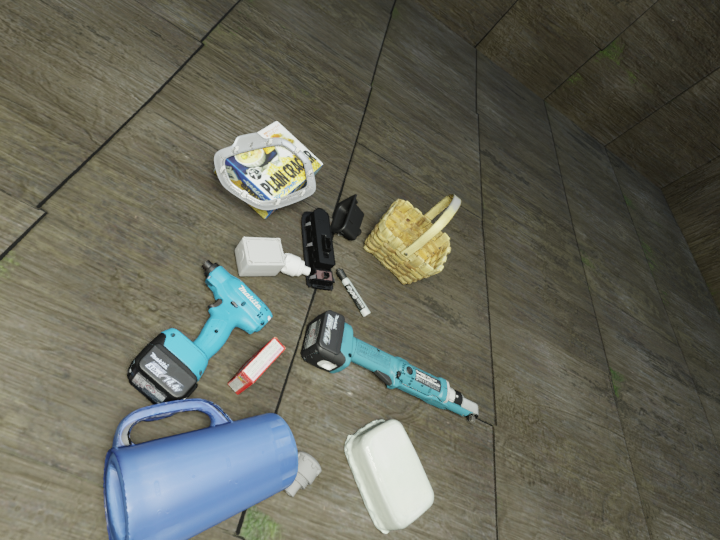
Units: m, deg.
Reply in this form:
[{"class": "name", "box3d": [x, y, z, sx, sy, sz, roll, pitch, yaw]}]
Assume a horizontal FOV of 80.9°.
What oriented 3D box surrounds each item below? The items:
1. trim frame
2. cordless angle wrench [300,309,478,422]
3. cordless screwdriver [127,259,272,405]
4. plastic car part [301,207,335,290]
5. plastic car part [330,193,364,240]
[{"class": "trim frame", "box3d": [-0.196, -0.217, 0.906, 0.242, 0.028, 0.188, -29, 77, -41]}, {"class": "cordless angle wrench", "box3d": [0.081, 0.211, 0.858, 0.409, 0.075, 0.100, 29, 48, -18]}, {"class": "cordless screwdriver", "box3d": [-0.271, 0.092, 0.700, 0.159, 0.075, 0.246, 44, 42, -1]}, {"class": "plastic car part", "box3d": [-0.092, -0.060, 0.939, 0.064, 0.067, 0.210, 5, 54, -25]}, {"class": "plastic car part", "box3d": [-0.025, -0.116, 1.028, 0.067, 0.068, 0.118, 37, 47, -30]}]
